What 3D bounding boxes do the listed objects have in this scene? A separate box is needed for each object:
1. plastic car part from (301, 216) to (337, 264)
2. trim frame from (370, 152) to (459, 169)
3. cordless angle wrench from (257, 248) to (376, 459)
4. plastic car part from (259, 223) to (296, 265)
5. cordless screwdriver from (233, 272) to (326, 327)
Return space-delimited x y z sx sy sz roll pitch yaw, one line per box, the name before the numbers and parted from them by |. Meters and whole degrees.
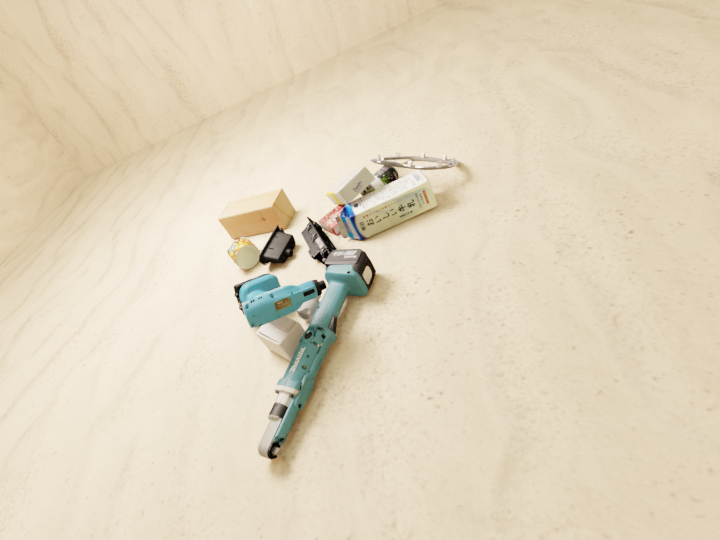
plastic car part | -0.103 -0.067 1.051 0.067 0.063 0.213 -50 34 15
trim frame | 0.140 -0.288 1.107 0.178 0.027 0.263 -18 29 -34
cordless angle wrench | -0.083 0.135 0.789 0.102 0.071 0.425 -3 46 32
plastic car part | -0.209 -0.056 1.111 0.073 0.063 0.117 6 50 20
cordless screwdriver | -0.175 0.049 0.872 0.156 0.073 0.257 -22 10 -19
